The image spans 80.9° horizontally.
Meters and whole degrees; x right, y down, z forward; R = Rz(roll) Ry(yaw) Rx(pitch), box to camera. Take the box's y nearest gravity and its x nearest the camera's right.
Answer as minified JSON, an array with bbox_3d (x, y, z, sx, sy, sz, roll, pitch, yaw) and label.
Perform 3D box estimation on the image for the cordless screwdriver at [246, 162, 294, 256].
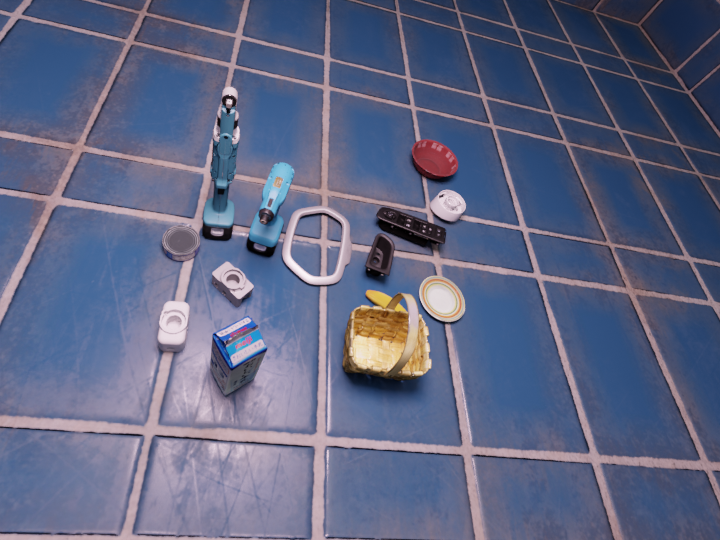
[{"bbox_3d":[-0.215,-0.115,0.979,0.073,0.248,0.162,19,55,-10],"label":"cordless screwdriver"}]

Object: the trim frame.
[{"bbox_3d":[-0.109,-0.071,1.117,0.181,0.027,0.254,13,55,-8],"label":"trim frame"}]

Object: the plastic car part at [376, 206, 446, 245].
[{"bbox_3d":[0.137,-0.122,1.200,0.203,0.066,0.067,24,55,-1],"label":"plastic car part"}]

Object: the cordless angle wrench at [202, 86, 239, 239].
[{"bbox_3d":[-0.297,-0.217,0.914,0.072,0.421,0.101,6,59,-18],"label":"cordless angle wrench"}]

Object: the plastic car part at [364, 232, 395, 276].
[{"bbox_3d":[0.046,-0.032,1.112,0.065,0.070,0.118,22,55,-6],"label":"plastic car part"}]
